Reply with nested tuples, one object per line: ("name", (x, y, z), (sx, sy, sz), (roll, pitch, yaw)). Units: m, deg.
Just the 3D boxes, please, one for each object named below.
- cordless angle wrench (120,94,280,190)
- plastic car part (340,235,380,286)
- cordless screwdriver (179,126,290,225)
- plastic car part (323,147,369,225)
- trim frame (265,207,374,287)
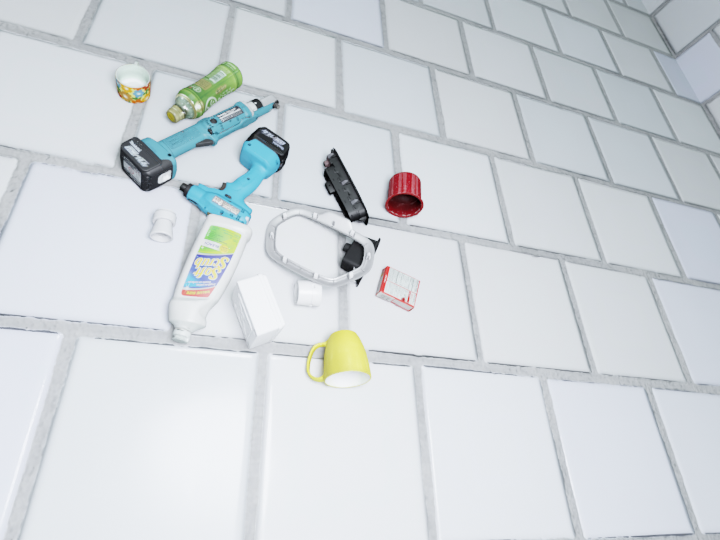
("cordless angle wrench", (-0.341, -0.323, 0.971), (0.099, 0.075, 0.417), (43, 55, 3))
("plastic car part", (-0.008, -0.035, 0.951), (0.072, 0.065, 0.117), (22, 54, 5))
("cordless screwdriver", (-0.271, -0.216, 0.938), (0.158, 0.074, 0.250), (29, 61, -5))
("plastic car part", (-0.042, -0.194, 1.018), (0.066, 0.066, 0.208), (-25, 74, -21))
("trim frame", (-0.089, -0.058, 0.909), (0.256, 0.027, 0.183), (25, 52, 16))
